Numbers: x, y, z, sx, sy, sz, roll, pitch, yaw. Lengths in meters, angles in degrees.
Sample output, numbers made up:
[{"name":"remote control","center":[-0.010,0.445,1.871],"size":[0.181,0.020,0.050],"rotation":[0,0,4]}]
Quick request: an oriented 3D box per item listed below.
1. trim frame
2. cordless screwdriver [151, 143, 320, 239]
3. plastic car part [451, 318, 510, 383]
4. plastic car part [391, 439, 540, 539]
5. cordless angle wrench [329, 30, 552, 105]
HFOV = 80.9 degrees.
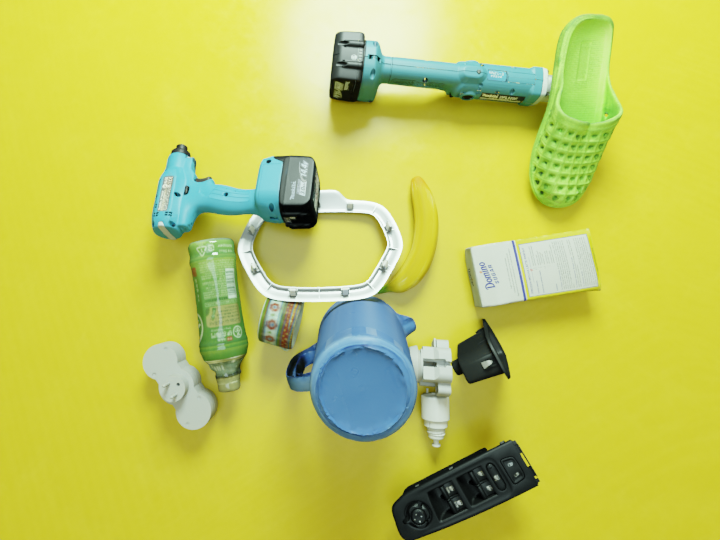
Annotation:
[{"name":"trim frame","center":[-0.062,-0.041,0.637],"size":[0.251,0.026,0.189],"rotation":[-2,62,5]},{"name":"cordless screwdriver","center":[-0.187,-0.132,0.642],"size":[0.251,0.072,0.163],"rotation":[-3,65,6]},{"name":"plastic car part","center":[0.165,0.123,0.599],"size":[0.072,0.114,0.066],"rotation":[-31,87,20]},{"name":"plastic car part","center":[0.134,0.301,0.593],"size":[0.203,0.067,0.066],"rotation":[-30,93,2]},{"name":"cordless angle wrench","center":[0.165,-0.293,0.653],"size":[0.422,0.098,0.074],"rotation":[5,89,-1]}]
